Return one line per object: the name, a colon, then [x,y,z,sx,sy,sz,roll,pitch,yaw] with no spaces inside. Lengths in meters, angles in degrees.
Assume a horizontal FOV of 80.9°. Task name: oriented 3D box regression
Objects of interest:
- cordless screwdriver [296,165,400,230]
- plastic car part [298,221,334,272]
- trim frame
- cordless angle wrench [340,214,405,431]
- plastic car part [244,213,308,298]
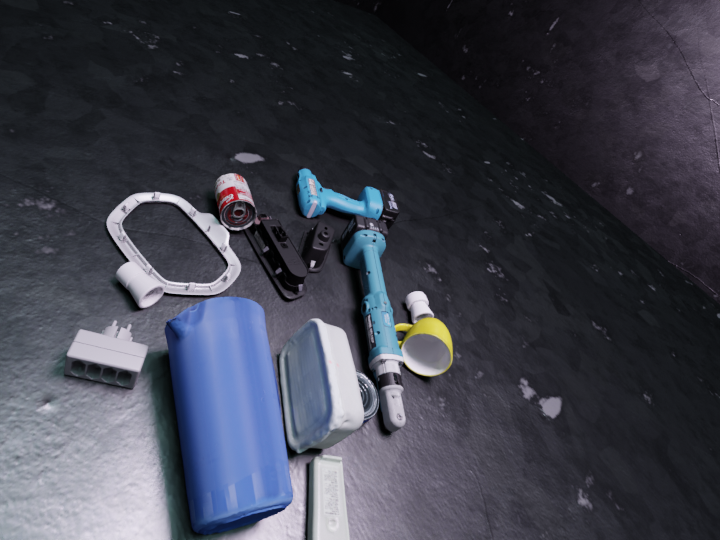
cordless screwdriver: [-0.037,-0.178,1.024,0.240,0.074,0.166,8,43,-23]
plastic car part: [-0.083,-0.055,0.853,0.065,0.071,0.119,25,35,-11]
trim frame: [-0.314,-0.053,0.725,0.257,0.027,0.179,43,37,17]
cordless angle wrench: [0.029,0.074,0.778,0.072,0.098,0.439,12,45,-23]
plastic car part: [-0.152,-0.038,0.798,0.063,0.067,0.212,0,50,-46]
